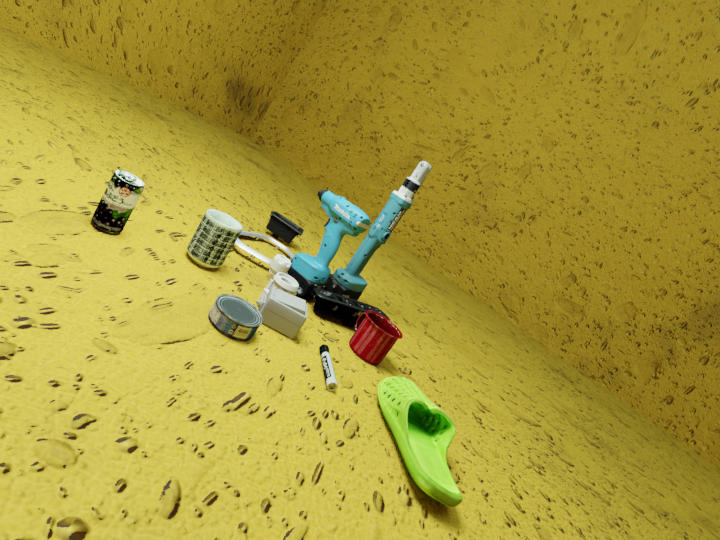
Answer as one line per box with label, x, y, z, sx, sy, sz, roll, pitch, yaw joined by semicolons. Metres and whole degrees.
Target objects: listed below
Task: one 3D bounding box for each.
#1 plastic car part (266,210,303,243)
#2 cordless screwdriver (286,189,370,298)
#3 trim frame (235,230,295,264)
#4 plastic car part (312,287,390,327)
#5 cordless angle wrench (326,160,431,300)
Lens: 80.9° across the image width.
plastic car part;-0.241;-0.126;1.307;0.115;0.071;0.067;31;13;-7
cordless screwdriver;-0.099;-0.065;1.011;0.168;0.248;0.070;41;15;32
trim frame;-0.255;-0.059;1.120;0.191;0.027;0.239;37;13;19
plastic car part;-0.032;0.093;0.992;0.194;0.067;0.069;26;15;-28
cordless angle wrench;0.052;-0.101;1.107;0.093;0.423;0.078;18;20;-51
